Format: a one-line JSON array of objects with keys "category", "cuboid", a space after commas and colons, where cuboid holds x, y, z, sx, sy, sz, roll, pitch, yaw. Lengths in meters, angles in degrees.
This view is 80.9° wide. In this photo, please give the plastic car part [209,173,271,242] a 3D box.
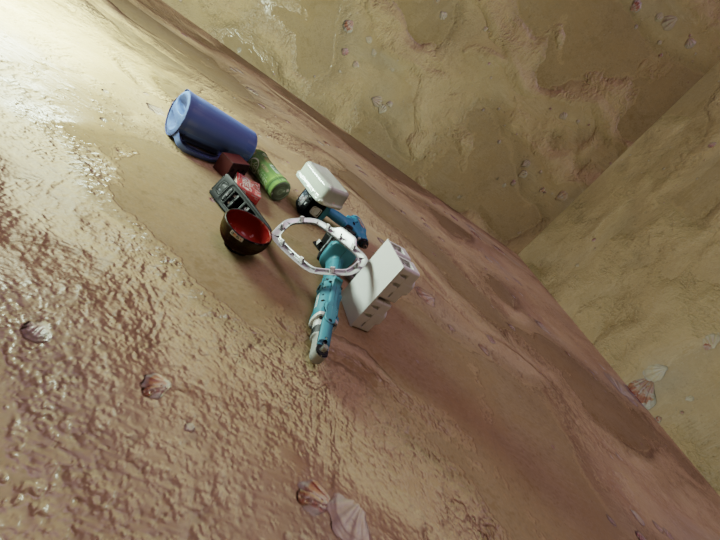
[{"category": "plastic car part", "cuboid": [-0.276, -0.135, 1.000, 0.212, 0.066, 0.064, 48, -3, 25]}]

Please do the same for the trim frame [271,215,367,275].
[{"category": "trim frame", "cuboid": [-0.096, -0.063, 0.982, 0.178, 0.027, 0.263, -18, 42, -37]}]

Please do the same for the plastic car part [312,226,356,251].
[{"category": "plastic car part", "cuboid": [-0.061, -0.088, 1.165, 0.112, 0.070, 0.069, -18, 57, -36]}]

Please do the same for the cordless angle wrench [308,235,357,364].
[{"category": "cordless angle wrench", "cuboid": [-0.067, 0.049, 0.924, 0.072, 0.098, 0.431, 33, 27, -15]}]

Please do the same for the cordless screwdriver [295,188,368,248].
[{"category": "cordless screwdriver", "cuboid": [-0.079, -0.159, 1.317, 0.237, 0.075, 0.166, 27, 24, -31]}]
